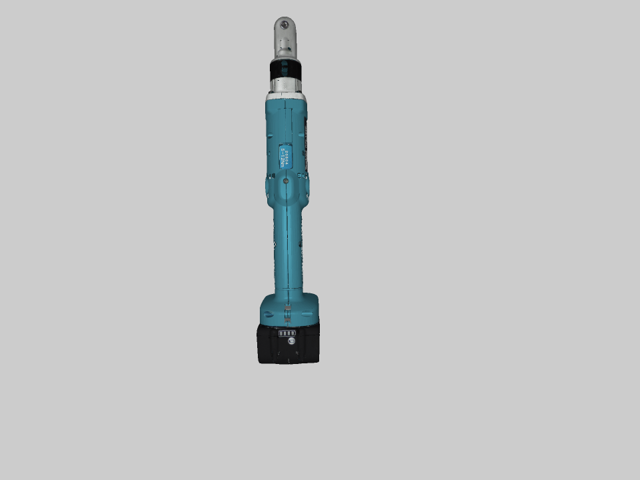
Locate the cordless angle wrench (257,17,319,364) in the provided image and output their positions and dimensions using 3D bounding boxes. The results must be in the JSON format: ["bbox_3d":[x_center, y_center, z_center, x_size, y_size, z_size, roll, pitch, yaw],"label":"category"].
[{"bbox_3d":[-0.041,-0.065,0.531,0.074,0.422,0.098,-1,1,0],"label":"cordless angle wrench"}]
